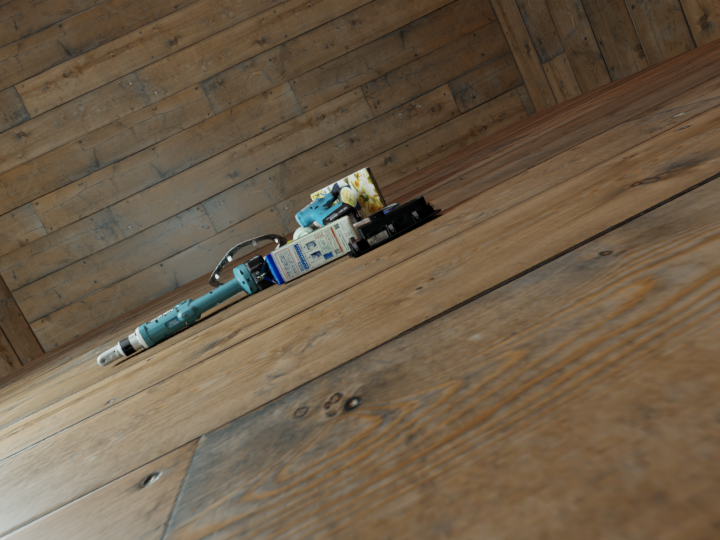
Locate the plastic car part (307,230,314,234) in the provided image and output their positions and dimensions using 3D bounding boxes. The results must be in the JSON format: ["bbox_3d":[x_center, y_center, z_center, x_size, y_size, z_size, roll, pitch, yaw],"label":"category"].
[{"bbox_3d":[-0.103,-0.068,1.057,0.119,0.070,0.065,-19,9,21],"label":"plastic car part"}]

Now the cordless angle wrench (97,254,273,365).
[{"bbox_3d":[-0.399,0.097,0.974,0.418,0.073,0.100,-31,10,-14],"label":"cordless angle wrench"}]

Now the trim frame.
[{"bbox_3d":[-0.289,-0.015,1.101,0.176,0.028,0.250,-5,-33,-49],"label":"trim frame"}]

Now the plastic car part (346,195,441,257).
[{"bbox_3d":[0.059,-0.093,0.846,0.202,0.067,0.066,-24,1,-2],"label":"plastic car part"}]

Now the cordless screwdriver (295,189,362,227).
[{"bbox_3d":[-0.079,-0.170,1.231,0.158,0.071,0.262,-40,31,-13],"label":"cordless screwdriver"}]
